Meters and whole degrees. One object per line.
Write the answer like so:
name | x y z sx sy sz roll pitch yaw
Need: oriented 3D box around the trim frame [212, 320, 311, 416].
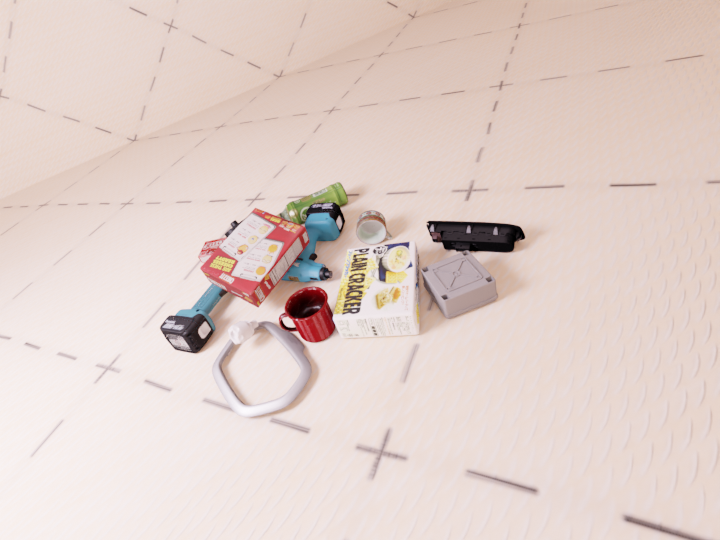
trim frame | -0.201 0.191 0.853 0.182 0.026 0.263 -38 39 -18

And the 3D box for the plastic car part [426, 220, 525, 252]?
plastic car part | 0.246 -0.072 0.921 0.211 0.063 0.068 2 52 27

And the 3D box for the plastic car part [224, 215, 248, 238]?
plastic car part | -0.348 -0.119 1.241 0.115 0.070 0.067 -37 5 -20

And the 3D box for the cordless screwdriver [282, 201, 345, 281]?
cordless screwdriver | -0.106 -0.069 1.080 0.166 0.071 0.250 3 48 28

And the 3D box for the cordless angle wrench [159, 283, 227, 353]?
cordless angle wrench | -0.341 0.021 1.090 0.102 0.071 0.424 0 41 25
